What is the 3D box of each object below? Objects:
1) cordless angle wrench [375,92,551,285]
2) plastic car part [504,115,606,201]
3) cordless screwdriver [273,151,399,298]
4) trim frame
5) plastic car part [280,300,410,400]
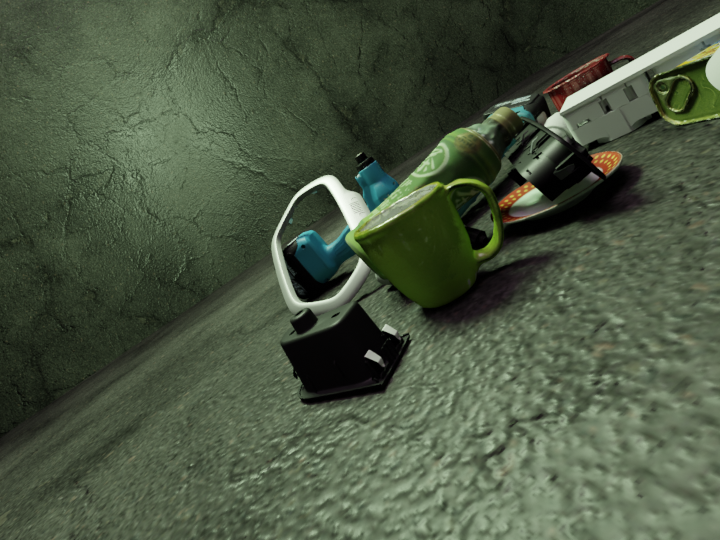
[{"bbox_3d":[0.149,-0.123,0.609,0.103,0.071,0.419,3,43,49],"label":"cordless angle wrench"},{"bbox_3d":[0.183,-0.116,0.432,0.068,0.065,0.203,-40,9,20],"label":"plastic car part"},{"bbox_3d":[-0.039,-0.071,0.714,0.252,0.157,0.074,-32,7,17],"label":"cordless screwdriver"},{"bbox_3d":[-0.062,-0.041,0.637,0.186,0.026,0.261,-43,46,20],"label":"trim frame"},{"bbox_3d":[-0.029,0.064,0.366,0.120,0.070,0.065,-22,13,37],"label":"plastic car part"}]
